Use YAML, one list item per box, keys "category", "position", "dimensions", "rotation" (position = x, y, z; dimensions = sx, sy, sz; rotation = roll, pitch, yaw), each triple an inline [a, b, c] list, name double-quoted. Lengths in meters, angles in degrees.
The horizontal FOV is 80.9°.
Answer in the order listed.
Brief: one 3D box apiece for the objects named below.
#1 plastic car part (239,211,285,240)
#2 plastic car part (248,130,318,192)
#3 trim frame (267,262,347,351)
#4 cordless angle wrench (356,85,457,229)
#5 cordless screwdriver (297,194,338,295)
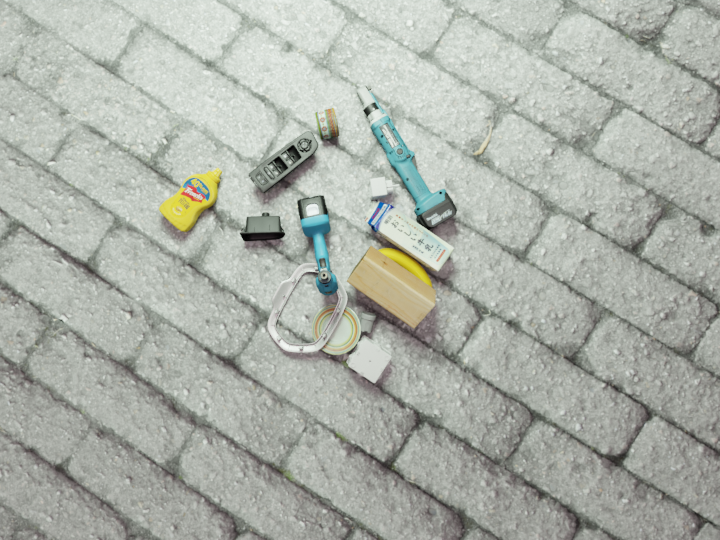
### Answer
- category: "plastic car part"
  position: [-0.261, -0.120, 1.133]
  dimensions: [0.116, 0.065, 0.072]
  rotation: [-6, 75, -3]
- category: "plastic car part"
  position: [-0.196, -0.286, 1.127]
  dimensions: [0.203, 0.066, 0.067]
  rotation: [-38, 83, 4]
- category: "trim frame"
  position: [-0.145, 0.100, 1.123]
  dimensions: [0.189, 0.027, 0.248]
  rotation: [29, 91, 13]
- category: "cordless angle wrench"
  position: [0.103, -0.307, 1.119]
  dimensions: [0.098, 0.074, 0.427]
  rotation: [-30, 85, 0]
- category: "cordless screwdriver"
  position: [-0.103, -0.067, 1.055]
  dimensions: [0.074, 0.156, 0.254]
  rotation: [-11, 75, -2]
